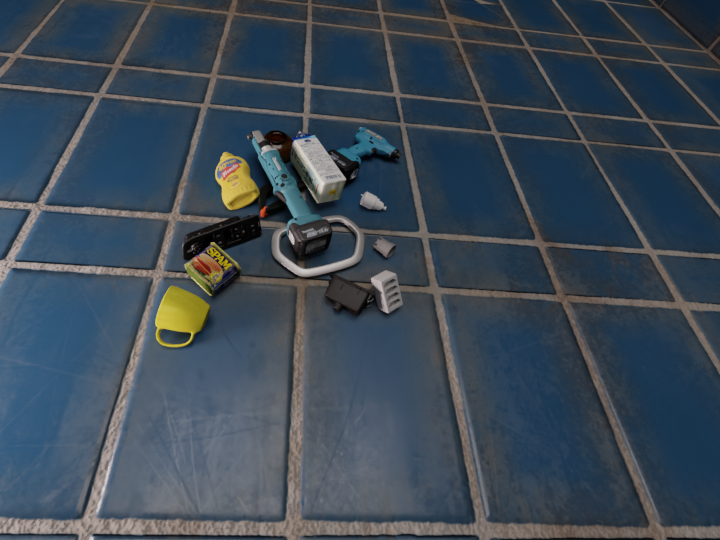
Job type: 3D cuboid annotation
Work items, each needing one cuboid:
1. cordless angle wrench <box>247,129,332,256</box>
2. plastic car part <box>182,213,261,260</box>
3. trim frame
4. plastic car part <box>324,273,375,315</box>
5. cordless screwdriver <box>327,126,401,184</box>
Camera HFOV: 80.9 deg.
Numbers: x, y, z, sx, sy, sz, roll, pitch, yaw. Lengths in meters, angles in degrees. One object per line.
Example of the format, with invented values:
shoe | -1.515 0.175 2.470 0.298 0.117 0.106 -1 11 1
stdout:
cordless angle wrench | -0.203 -0.229 1.115 0.096 0.073 0.441 -18 60 -22
plastic car part | -0.348 -0.090 1.040 0.198 0.064 0.071 -28 54 -26
trim frame | -0.106 -0.069 1.080 0.243 0.027 0.192 -17 58 -17
plastic car part | -0.032 0.064 0.974 0.119 0.064 0.071 23 68 12
cordless screwdriver | 0.005 -0.337 1.268 0.164 0.073 0.246 32 52 15
